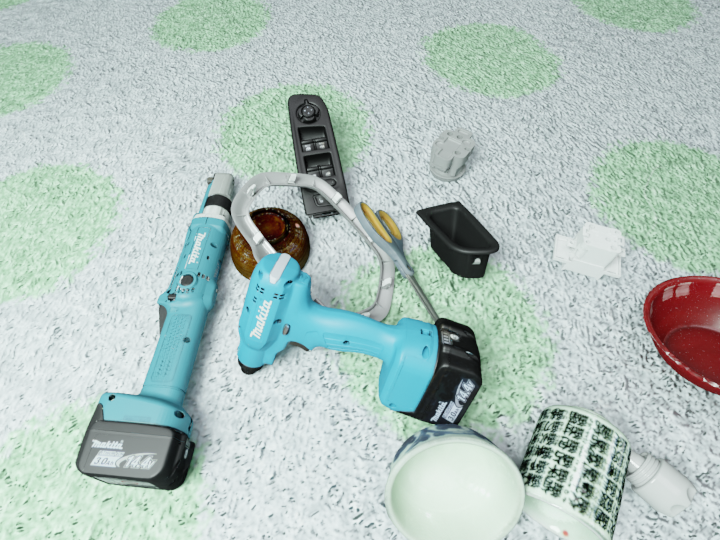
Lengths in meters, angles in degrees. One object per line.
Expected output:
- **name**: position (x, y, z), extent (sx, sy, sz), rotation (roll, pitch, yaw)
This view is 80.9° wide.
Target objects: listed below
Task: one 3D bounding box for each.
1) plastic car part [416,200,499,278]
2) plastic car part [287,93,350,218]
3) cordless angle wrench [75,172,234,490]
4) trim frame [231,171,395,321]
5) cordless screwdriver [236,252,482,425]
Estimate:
- **plastic car part**: position (0.126, -0.031, 0.555), extent (0.065, 0.068, 0.122), rotation (-14, 42, -10)
- **plastic car part**: position (-0.067, -0.175, 0.648), extent (0.066, 0.066, 0.206), rotation (-12, 81, 0)
- **cordless angle wrench**: position (-0.214, 0.028, 0.530), extent (0.098, 0.072, 0.434), rotation (2, 54, 1)
- **trim frame**: position (-0.053, -0.035, 0.540), extent (0.251, 0.028, 0.180), rotation (49, 51, 6)
- **cordless screwdriver**: position (-0.013, 0.091, 0.455), extent (0.249, 0.157, 0.075), rotation (22, 31, 1)
